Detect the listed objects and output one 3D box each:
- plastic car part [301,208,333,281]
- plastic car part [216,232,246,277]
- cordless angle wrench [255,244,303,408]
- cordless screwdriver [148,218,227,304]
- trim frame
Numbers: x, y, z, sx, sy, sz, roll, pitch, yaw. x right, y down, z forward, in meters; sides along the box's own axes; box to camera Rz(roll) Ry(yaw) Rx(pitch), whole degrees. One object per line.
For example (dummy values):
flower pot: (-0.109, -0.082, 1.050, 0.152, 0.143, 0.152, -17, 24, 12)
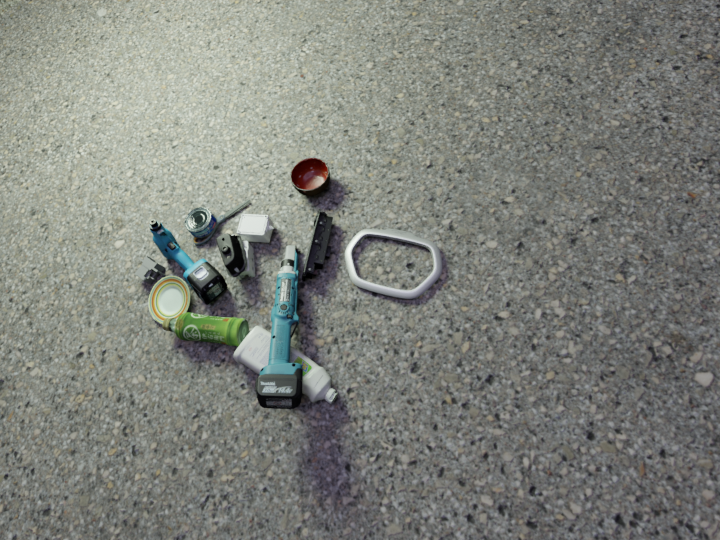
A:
plastic car part: (-0.109, -0.071, 1.112, 0.067, 0.065, 0.206, 6, 67, 2)
plastic car part: (-0.337, -0.048, 1.086, 0.066, 0.068, 0.121, -24, 61, 0)
cordless angle wrench: (-0.179, 0.104, 1.005, 0.097, 0.072, 0.437, 0, 50, -4)
cordless screwdriver: (-0.466, -0.030, 1.120, 0.259, 0.154, 0.073, 38, 66, 22)
trim frame: (0.080, -0.024, 1.069, 0.257, 0.026, 0.186, 11, 70, 19)
